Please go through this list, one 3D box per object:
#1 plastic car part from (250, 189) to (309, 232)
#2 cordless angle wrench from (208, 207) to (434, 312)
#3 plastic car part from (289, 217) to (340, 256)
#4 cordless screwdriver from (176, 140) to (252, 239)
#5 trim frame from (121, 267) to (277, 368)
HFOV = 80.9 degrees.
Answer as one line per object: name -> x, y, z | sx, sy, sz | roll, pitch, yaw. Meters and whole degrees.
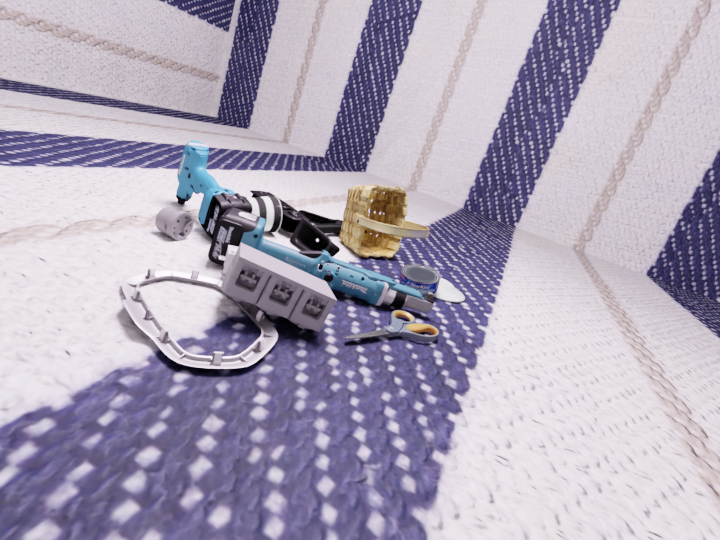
plastic car part -> -0.211, -0.147, 1.069 | 0.063, 0.067, 0.215 | 9, 15, -48
cordless angle wrench -> -0.061, 0.002, 0.777 | 0.417, 0.097, 0.076 | 20, 17, -8
plastic car part -> -0.094, -0.062, 0.965 | 0.123, 0.066, 0.067 | 36, 10, 34
cordless screwdriver -> -0.336, -0.154, 0.920 | 0.071, 0.158, 0.261 | -3, 43, -45
trim frame -> -0.219, 0.053, 0.570 | 0.175, 0.027, 0.263 | -3, 29, -44
